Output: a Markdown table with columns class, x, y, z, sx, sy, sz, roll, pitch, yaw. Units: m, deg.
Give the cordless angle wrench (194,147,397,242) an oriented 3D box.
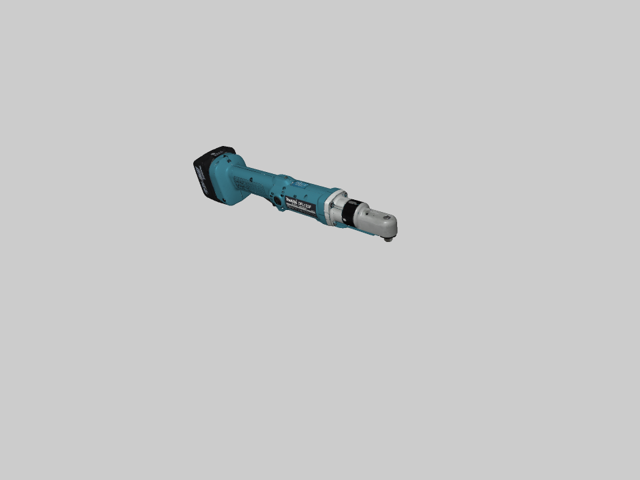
| class | x | y | z | sx | sy | sz | roll | pitch | yaw |
| --- | --- | --- | --- | --- | --- | --- | --- | --- | --- |
| cordless angle wrench | -0.055 | -0.077 | 0.717 | 0.423 | 0.098 | 0.074 | 20 | 46 | 36 |
